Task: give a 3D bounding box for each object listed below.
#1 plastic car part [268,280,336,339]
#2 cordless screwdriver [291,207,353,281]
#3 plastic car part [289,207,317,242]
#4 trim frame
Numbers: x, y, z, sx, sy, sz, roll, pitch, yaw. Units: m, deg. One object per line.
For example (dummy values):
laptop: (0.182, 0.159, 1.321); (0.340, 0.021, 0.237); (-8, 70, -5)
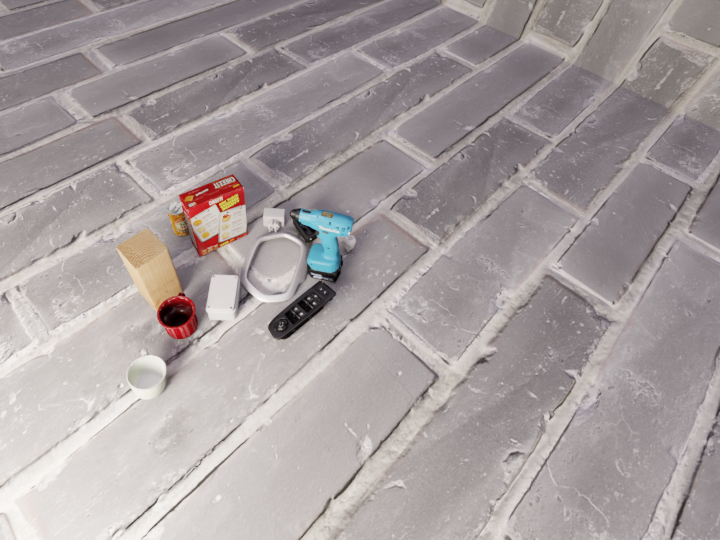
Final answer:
plastic car part: (-0.158, 0.113, 1.118); (0.069, 0.065, 0.199); (41, 61, 20)
cordless screwdriver: (-0.112, -0.073, 1.148); (0.160, 0.243, 0.075); (15, 54, 2)
plastic car part: (-0.169, -0.131, 1.293); (0.064, 0.069, 0.122); (-28, 62, -24)
trim frame: (-0.245, -0.015, 1.229); (0.185, 0.027, 0.253); (10, 54, 3)
